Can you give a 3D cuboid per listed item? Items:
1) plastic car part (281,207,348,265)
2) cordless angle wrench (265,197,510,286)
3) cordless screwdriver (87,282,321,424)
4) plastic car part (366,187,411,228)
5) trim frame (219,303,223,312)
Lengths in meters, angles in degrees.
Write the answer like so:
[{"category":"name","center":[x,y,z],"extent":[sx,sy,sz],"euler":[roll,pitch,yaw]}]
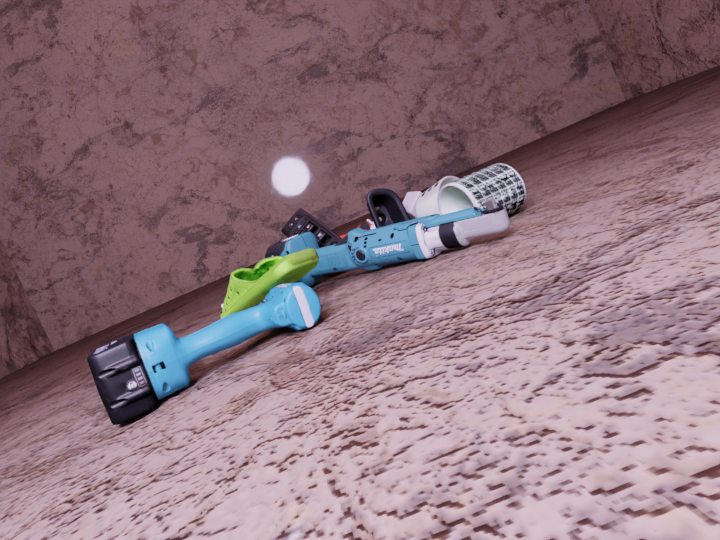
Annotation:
[{"category":"plastic car part","center":[-0.083,-0.054,0.845],"extent":[0.066,0.063,0.215],"euler":[-45,40,-8]},{"category":"cordless angle wrench","center":[0.014,-0.033,0.640],"extent":[0.441,0.097,0.072],"euler":[-9,14,44]},{"category":"cordless screwdriver","center":[-0.179,0.078,0.506],"extent":[0.243,0.074,0.164],"euler":[-23,6,-21]},{"category":"plastic car part","center":[0.048,-0.092,0.777],"extent":[0.065,0.117,0.071],"euler":[-24,-3,-12]},{"category":"trim frame","center":[-0.196,0.024,0.903],"extent":[0.251,0.027,0.183],"euler":[-28,5,10]}]
